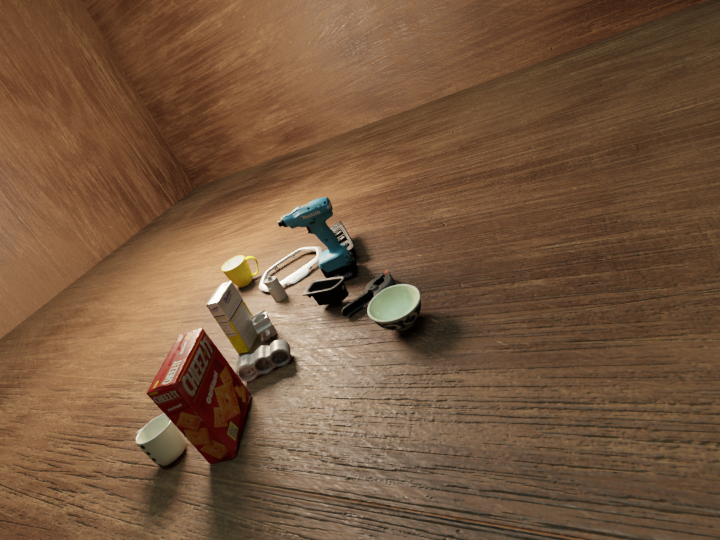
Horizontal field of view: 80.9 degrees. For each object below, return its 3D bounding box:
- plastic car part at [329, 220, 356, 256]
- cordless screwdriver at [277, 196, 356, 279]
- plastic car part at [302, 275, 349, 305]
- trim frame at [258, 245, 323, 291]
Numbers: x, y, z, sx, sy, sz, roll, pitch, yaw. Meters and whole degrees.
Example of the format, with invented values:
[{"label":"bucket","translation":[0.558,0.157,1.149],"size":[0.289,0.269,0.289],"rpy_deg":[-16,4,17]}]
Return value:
[{"label":"plastic car part","translation":[-0.060,-0.089,1.358],"size":[0.066,0.064,0.211],"rpy_deg":[-27,28,-1]},{"label":"cordless screwdriver","translation":[-0.118,-0.077,1.203],"size":[0.162,0.239,0.076],"rpy_deg":[-19,26,16]},{"label":"plastic car part","translation":[-0.082,0.062,1.122],"size":[0.121,0.068,0.066],"rpy_deg":[-8,32,33]},{"label":"trim frame","translation":[-0.233,-0.007,1.413],"size":[0.246,0.026,0.193],"rpy_deg":[-34,29,-12]}]
